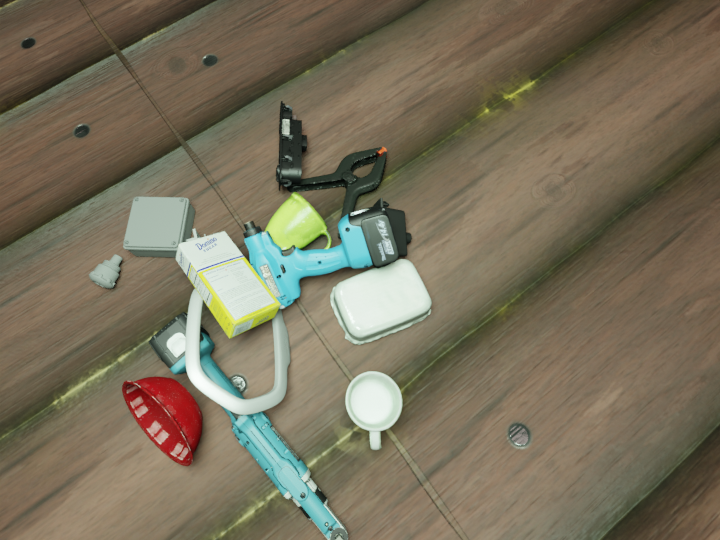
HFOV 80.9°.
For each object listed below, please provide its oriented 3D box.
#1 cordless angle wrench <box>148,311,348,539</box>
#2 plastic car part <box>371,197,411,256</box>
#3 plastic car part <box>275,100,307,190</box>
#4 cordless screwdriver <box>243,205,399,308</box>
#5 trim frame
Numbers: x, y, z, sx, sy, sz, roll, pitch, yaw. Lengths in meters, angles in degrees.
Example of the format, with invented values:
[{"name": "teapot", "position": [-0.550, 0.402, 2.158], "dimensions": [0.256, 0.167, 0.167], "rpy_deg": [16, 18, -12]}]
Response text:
[{"name": "cordless angle wrench", "position": [-0.172, 0.248, 0.668], "dimensions": [0.074, 0.096, 0.433], "rpy_deg": [-41, 77, -14]}, {"name": "plastic car part", "position": [0.059, -0.070, 0.795], "dimensions": [0.069, 0.066, 0.119], "rpy_deg": [-1, 72, -15]}, {"name": "plastic car part", "position": [-0.142, -0.245, 0.855], "dimensions": [0.065, 0.066, 0.208], "rpy_deg": [8, 60, -14]}, {"name": "cordless screwdriver", "position": [-0.070, -0.046, 0.717], "dimensions": [0.251, 0.075, 0.157], "rpy_deg": [-21, 100, 9]}, {"name": "trim frame", "position": [-0.195, 0.111, 0.693], "dimensions": [0.176, 0.028, 0.259], "rpy_deg": [12, 45, -30]}]
